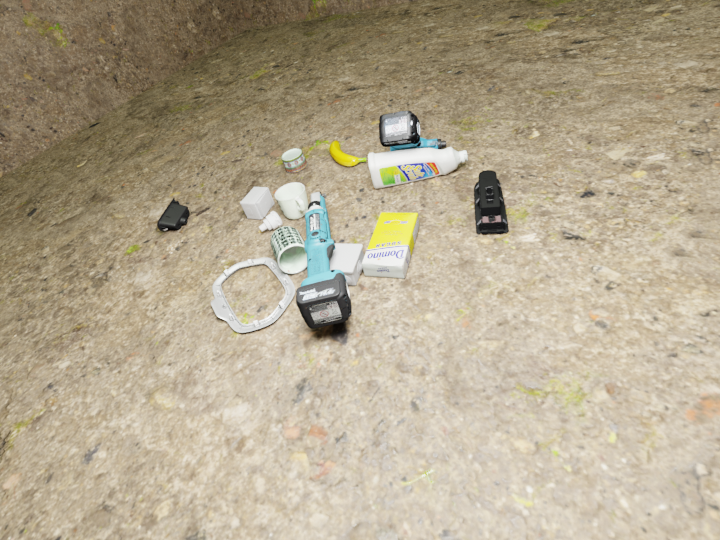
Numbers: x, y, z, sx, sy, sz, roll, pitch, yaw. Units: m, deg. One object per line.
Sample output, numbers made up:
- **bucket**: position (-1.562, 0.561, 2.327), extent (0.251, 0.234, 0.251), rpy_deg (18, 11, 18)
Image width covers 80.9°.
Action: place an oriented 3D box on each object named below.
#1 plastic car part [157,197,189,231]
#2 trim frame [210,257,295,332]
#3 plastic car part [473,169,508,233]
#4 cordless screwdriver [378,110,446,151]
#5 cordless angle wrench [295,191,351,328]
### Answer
- **plastic car part**: position (-0.570, -0.162, 1.311), extent (0.072, 0.064, 0.119), rpy_deg (5, 48, 5)
- **trim frame**: position (-0.256, 0.047, 0.982), extent (0.182, 0.026, 0.263), rpy_deg (-32, 44, -13)
- **plastic car part**: position (0.296, -0.168, 0.980), extent (0.068, 0.064, 0.206), rpy_deg (-9, 39, 21)
- **cordless screwdriver**: position (0.143, -0.359, 1.146), extent (0.164, 0.074, 0.241), rpy_deg (-1, 1, 17)
- **cordless angle wrench**: position (-0.091, -0.060, 0.932), extent (0.099, 0.071, 0.439), rpy_deg (-15, 39, 4)
